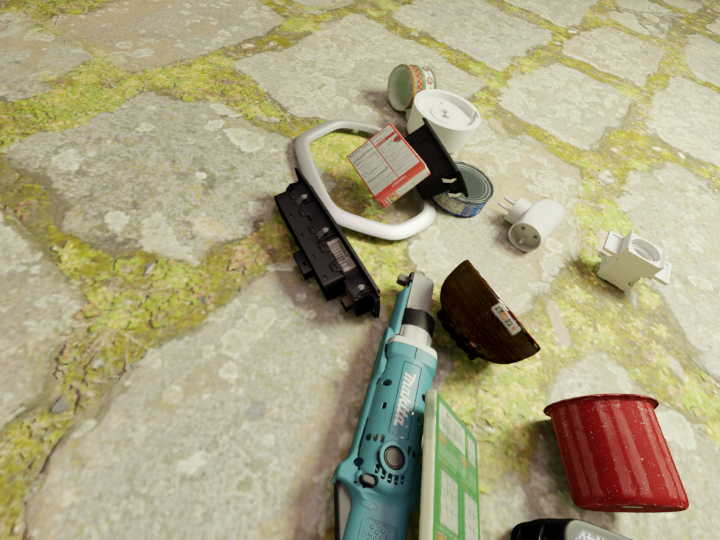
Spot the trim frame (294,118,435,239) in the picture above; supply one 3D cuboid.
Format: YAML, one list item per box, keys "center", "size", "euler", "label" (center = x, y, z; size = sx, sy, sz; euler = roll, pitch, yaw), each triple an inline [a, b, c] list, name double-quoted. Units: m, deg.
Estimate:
- center: [0.006, -0.137, 0.600]
  size: [0.179, 0.027, 0.260]
  euler: [-10, 53, -19]
  label: "trim frame"

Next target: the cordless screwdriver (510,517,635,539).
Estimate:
- center: [0.160, 0.306, 0.252]
  size: [0.161, 0.073, 0.250]
  euler: [22, 54, 4]
  label: "cordless screwdriver"

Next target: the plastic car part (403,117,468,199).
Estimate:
- center: [0.085, -0.141, 0.569]
  size: [0.071, 0.062, 0.122]
  euler: [-30, 58, 10]
  label: "plastic car part"

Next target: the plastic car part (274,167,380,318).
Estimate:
- center: [-0.047, -0.031, 0.485]
  size: [0.067, 0.063, 0.212]
  euler: [-27, 61, -2]
  label: "plastic car part"

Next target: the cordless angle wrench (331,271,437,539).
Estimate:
- center: [0.016, 0.159, 0.340]
  size: [0.098, 0.073, 0.427]
  euler: [20, 48, 1]
  label: "cordless angle wrench"
